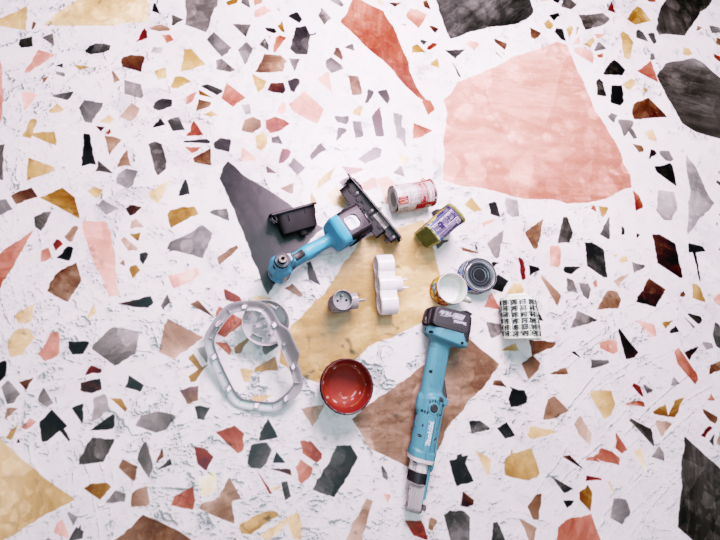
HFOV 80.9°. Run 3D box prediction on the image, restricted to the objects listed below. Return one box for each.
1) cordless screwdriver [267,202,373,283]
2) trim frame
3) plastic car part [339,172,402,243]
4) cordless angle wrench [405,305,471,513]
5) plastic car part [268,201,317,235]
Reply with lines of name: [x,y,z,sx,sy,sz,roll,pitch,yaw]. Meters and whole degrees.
cordless screwdriver: [-0.090,-0.059,0.920,0.245,0.160,0.075,-32,87,-16]
trim frame: [-0.221,0.181,0.880,0.184,0.027,0.248,-23,91,2]
plastic car part: [0.017,-0.140,1.007,0.067,0.065,0.205,-35,84,11]
cordless angle wrench: [0.151,0.292,0.911,0.097,0.074,0.426,14,77,-5]
plastic car part: [-0.148,-0.114,0.982,0.114,0.068,0.070,-14,96,-14]
